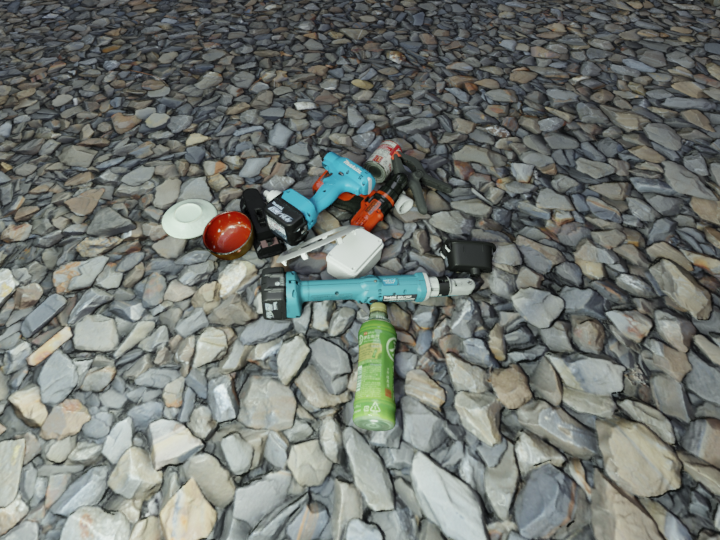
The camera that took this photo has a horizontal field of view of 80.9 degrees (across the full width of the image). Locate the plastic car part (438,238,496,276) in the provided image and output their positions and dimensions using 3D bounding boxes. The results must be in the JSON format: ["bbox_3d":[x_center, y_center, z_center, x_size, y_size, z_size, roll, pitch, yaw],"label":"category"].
[{"bbox_3d":[0.233,-0.022,0.895,0.117,0.064,0.072,6,67,0],"label":"plastic car part"}]

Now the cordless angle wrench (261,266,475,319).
[{"bbox_3d":[0.020,0.038,0.830,0.419,0.095,0.077,-2,56,-5],"label":"cordless angle wrench"}]

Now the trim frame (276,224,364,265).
[{"bbox_3d":[-0.082,-0.054,0.839,0.183,0.252,0.027,-26,98,-7],"label":"trim frame"}]

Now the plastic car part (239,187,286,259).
[{"bbox_3d":[-0.236,-0.121,0.977,0.066,0.064,0.213,-22,52,-10],"label":"plastic car part"}]

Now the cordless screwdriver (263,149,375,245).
[{"bbox_3d":[-0.105,-0.174,0.934,0.245,0.072,0.167,-39,61,-21],"label":"cordless screwdriver"}]
